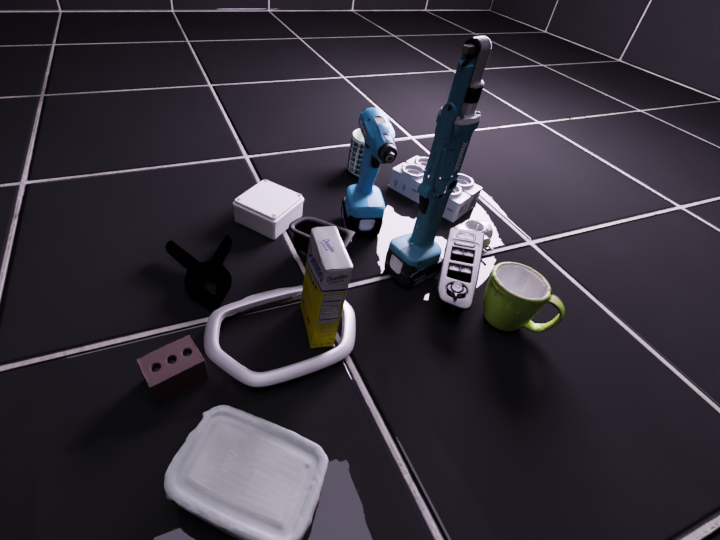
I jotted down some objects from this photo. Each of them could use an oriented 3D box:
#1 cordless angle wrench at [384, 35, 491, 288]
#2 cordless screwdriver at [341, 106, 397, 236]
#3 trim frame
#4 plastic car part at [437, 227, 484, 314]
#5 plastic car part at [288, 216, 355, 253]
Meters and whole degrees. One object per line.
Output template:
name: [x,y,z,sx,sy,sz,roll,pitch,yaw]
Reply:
cordless angle wrench: [0.126,-0.148,0.677,0.095,0.413,0.078,-21,51,-31]
cordless screwdriver: [0.020,-0.167,0.812,0.073,0.243,0.166,0,43,-12]
trim frame: [-0.123,0.092,0.672,0.242,0.027,0.194,-17,47,-23]
plastic car part: [0.178,0.004,0.774,0.068,0.065,0.204,16,43,8]
plastic car part: [-0.078,-0.051,0.803,0.120,0.069,0.066,20,43,13]
